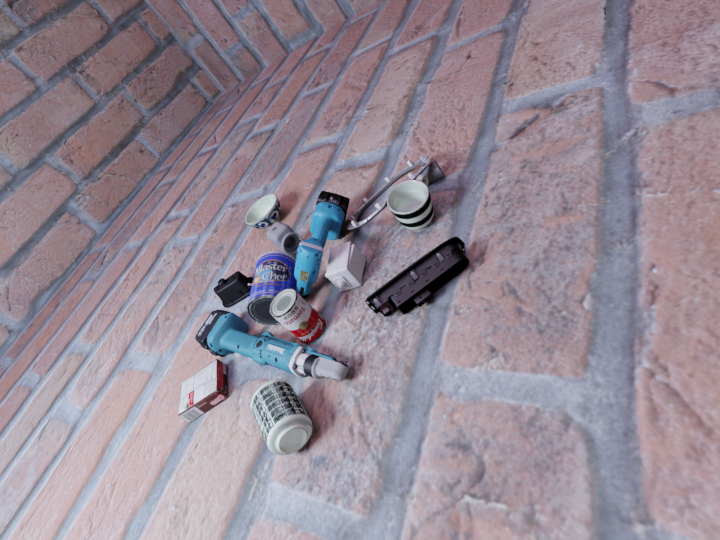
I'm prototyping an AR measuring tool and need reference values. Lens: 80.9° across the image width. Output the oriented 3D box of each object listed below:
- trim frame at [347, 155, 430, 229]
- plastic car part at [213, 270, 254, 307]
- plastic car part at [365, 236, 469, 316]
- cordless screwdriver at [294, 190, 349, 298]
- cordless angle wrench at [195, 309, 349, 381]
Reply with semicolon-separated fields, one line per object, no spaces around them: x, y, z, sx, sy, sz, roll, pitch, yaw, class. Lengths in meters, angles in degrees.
0.060;-0.181;0.972;0.248;0.027;0.189;-41;18;0;trim frame
-0.340;0.045;1.115;0.118;0.067;0.069;-30;35;12;plastic car part
0.108;0.018;0.742;0.203;0.063;0.071;-40;45;2;plastic car part
-0.095;-0.062;0.975;0.252;0.075;0.156;-73;-1;-46;cordless screwdriver
-0.190;0.161;0.865;0.445;0.070;0.098;5;56;43;cordless angle wrench
